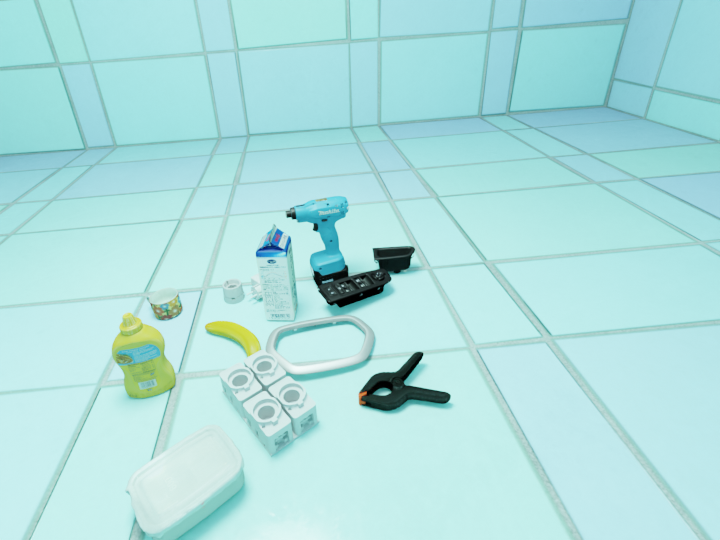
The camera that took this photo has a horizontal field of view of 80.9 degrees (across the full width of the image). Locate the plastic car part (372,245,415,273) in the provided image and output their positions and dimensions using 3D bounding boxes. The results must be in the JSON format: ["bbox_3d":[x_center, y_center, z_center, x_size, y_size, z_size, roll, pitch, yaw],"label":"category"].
[{"bbox_3d":[0.094,-0.025,1.179,0.117,0.069,0.068,-2,31,2],"label":"plastic car part"}]

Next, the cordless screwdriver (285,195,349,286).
[{"bbox_3d":[-0.109,-0.071,1.114,0.156,0.241,0.078,-10,32,-13],"label":"cordless screwdriver"}]

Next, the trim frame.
[{"bbox_3d":[-0.089,0.160,0.949,0.245,0.027,0.193,-11,33,-11],"label":"trim frame"}]

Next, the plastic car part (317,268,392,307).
[{"bbox_3d":[-0.008,0.050,1.077,0.198,0.065,0.070,-21,36,-25],"label":"plastic car part"}]
